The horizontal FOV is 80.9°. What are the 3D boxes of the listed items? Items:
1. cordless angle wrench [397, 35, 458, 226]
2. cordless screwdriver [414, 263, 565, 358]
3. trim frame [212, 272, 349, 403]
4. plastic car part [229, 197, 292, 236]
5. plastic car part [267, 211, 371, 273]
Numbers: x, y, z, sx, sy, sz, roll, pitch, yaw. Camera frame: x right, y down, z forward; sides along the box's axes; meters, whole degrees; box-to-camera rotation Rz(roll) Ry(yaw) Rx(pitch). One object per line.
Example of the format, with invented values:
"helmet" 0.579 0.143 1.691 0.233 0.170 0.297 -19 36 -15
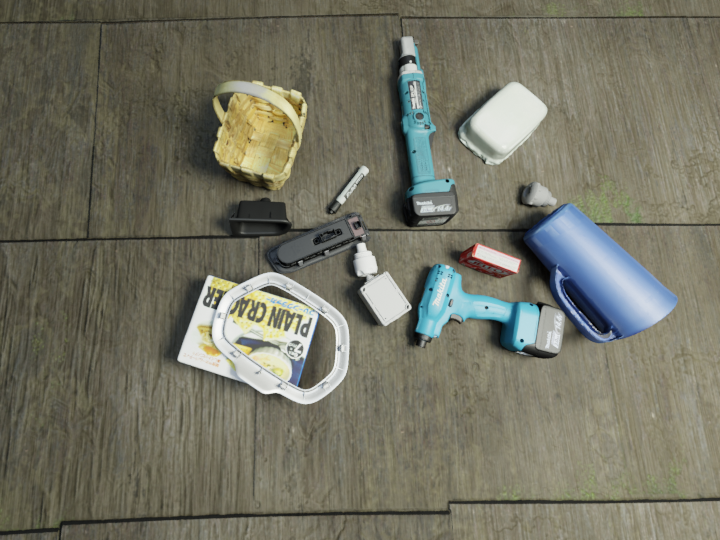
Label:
"cordless angle wrench" 0.117 -0.302 0.871 0.097 0.073 0.430 -4 75 -5
"cordless screwdriver" 0.229 0.101 0.780 0.252 0.073 0.160 19 78 6
"trim frame" -0.134 0.114 0.721 0.250 0.027 0.184 33 79 4
"plastic car part" -0.194 -0.109 0.826 0.115 0.065 0.073 -3 65 -7
"plastic car part" -0.080 -0.052 0.814 0.202 0.067 0.067 -23 89 -4
